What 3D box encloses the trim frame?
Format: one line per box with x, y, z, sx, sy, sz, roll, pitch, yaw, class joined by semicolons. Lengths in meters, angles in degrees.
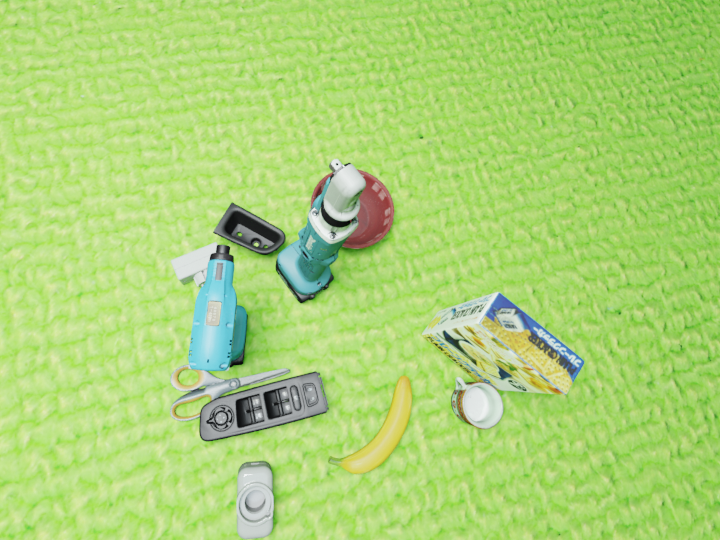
0.278;0.201;0.782;0.182;0.027;0.252;7;73;-7;trim frame

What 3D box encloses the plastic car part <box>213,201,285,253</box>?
-0.196;-0.060;0.762;0.116;0.071;0.066;28;71;-2;plastic car part

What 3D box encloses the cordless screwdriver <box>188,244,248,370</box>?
-0.206;0.067;0.629;0.073;0.249;0.162;5;75;-13;cordless screwdriver

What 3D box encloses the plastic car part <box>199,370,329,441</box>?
-0.159;0.220;0.686;0.199;0.067;0.067;-12;78;-13;plastic car part

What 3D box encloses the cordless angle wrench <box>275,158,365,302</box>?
-0.058;-0.038;0.592;0.073;0.424;0.099;-35;87;-19;cordless angle wrench
